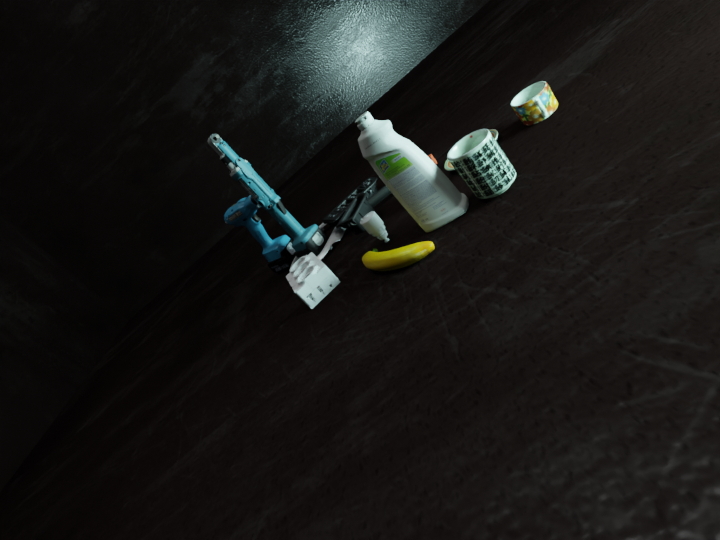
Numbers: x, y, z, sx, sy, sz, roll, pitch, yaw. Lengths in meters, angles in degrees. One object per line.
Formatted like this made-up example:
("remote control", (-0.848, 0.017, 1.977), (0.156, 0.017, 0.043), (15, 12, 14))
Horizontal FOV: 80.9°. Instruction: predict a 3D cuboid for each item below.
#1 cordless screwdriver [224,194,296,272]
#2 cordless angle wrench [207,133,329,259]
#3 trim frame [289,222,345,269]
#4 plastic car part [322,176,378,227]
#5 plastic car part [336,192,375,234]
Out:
("cordless screwdriver", (-0.276, -0.114, 1.254), (0.164, 0.241, 0.074), (-26, 23, 40))
("cordless angle wrench", (-0.250, -0.194, 1.129), (0.101, 0.410, 0.074), (-19, 29, 53))
("trim frame", (-0.118, -0.077, 1.206), (0.189, 0.026, 0.250), (-25, 28, 38))
("plastic car part", (-0.012, -0.184, 1.172), (0.202, 0.065, 0.069), (-51, 21, -20))
("plastic car part", (0.002, -0.135, 1.053), (0.068, 0.069, 0.116), (-20, 30, 48))
